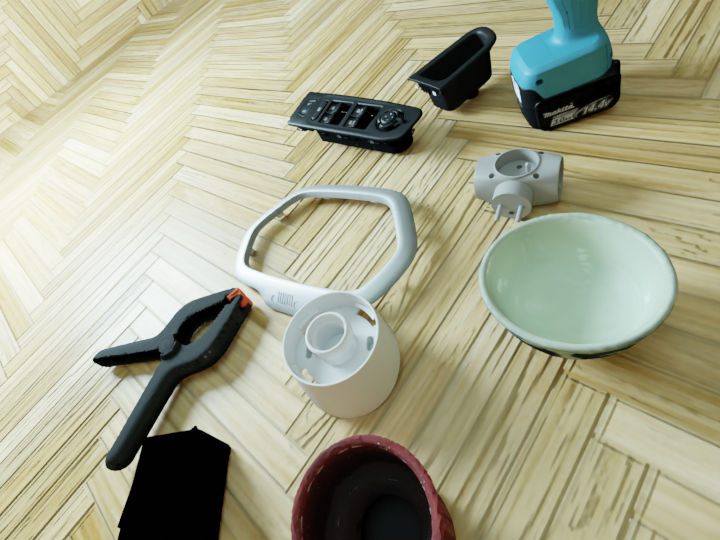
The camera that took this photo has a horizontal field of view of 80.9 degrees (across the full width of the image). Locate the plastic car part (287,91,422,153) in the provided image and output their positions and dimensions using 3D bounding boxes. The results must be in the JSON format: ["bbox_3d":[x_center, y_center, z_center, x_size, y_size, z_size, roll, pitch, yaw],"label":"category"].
[{"bbox_3d":[-0.008,-0.201,0.591,0.214,0.063,0.066,20,65,38],"label":"plastic car part"}]

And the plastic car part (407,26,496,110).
[{"bbox_3d":[0.134,-0.255,0.558,0.116,0.067,0.070,-38,46,-5],"label":"plastic car part"}]

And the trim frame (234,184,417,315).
[{"bbox_3d":[-0.049,-0.032,0.502,0.261,0.026,0.184,11,60,34],"label":"trim frame"}]

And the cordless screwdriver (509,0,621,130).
[{"bbox_3d":[0.175,-0.258,0.420,0.163,0.236,0.076,-13,48,17],"label":"cordless screwdriver"}]
